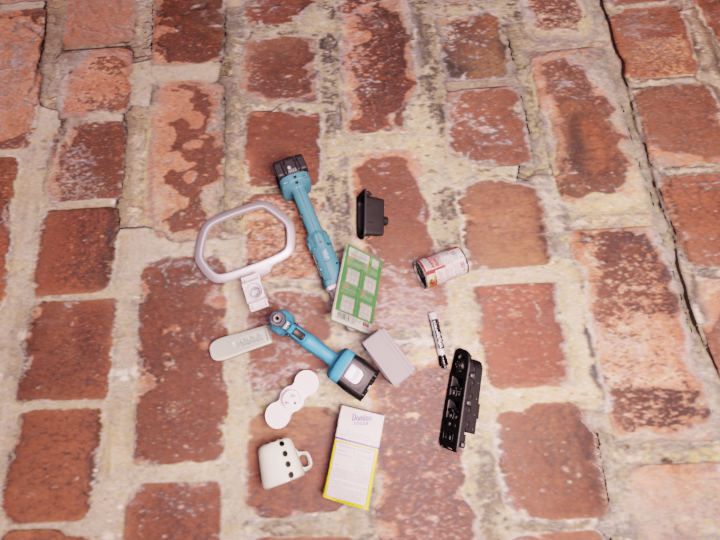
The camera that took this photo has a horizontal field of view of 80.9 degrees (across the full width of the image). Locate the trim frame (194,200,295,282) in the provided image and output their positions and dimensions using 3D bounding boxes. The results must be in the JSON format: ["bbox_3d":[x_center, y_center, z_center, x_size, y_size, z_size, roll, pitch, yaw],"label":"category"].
[{"bbox_3d":[-0.276,-0.067,1.009,0.247,0.027,0.189,-22,73,-6],"label":"trim frame"}]

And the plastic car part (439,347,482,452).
[{"bbox_3d":[0.215,0.265,0.873,0.066,0.066,0.205,11,75,-7],"label":"plastic car part"}]

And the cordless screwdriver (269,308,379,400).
[{"bbox_3d":[-0.083,0.163,0.867,0.253,0.157,0.074,34,78,8],"label":"cordless screwdriver"}]

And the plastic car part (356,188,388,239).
[{"bbox_3d":[0.030,-0.126,0.999,0.069,0.066,0.118,1,77,-15],"label":"plastic car part"}]

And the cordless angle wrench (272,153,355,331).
[{"bbox_3d":[-0.095,-0.062,0.969,0.074,0.097,0.431,-21,78,-9],"label":"cordless angle wrench"}]
